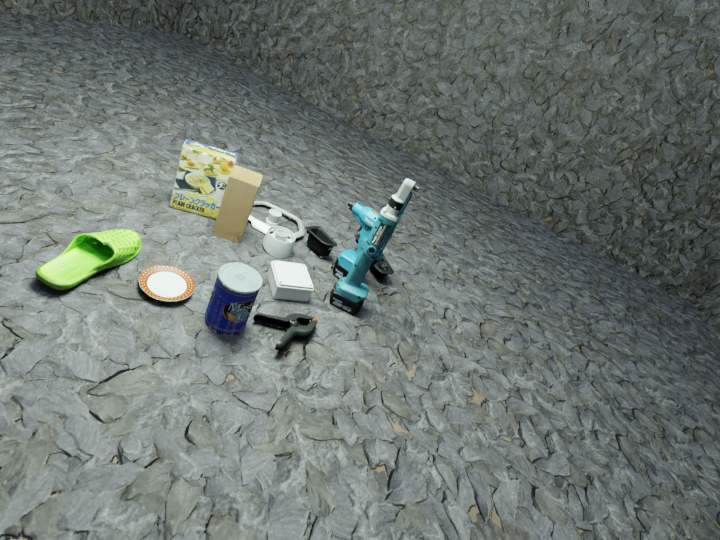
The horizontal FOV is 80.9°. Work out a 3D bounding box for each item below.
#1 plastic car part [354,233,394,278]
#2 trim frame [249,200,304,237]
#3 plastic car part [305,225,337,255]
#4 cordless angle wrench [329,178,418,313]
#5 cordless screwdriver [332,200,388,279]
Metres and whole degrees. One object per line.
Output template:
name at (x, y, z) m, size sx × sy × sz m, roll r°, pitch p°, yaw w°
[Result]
plastic car part at (0.040, -0.044, 1.467) m, size 0.063 × 0.066 × 0.214 m, roll 2°, pitch 37°, yaw -36°
trim frame at (-0.306, -0.178, 1.469) m, size 0.252 × 0.027 × 0.183 m, roll 28°, pitch 31°, yaw 5°
plastic car part at (-0.138, -0.090, 1.410) m, size 0.063 × 0.070 × 0.122 m, roll -8°, pitch 44°, yaw -45°
cordless angle wrench at (0.036, -0.063, 1.146) m, size 0.098 × 0.420 × 0.074 m, roll 29°, pitch 30°, yaw 1°
cordless screwdriver at (-0.014, -0.085, 1.314) m, size 0.165 × 0.247 × 0.072 m, roll 39°, pitch 32°, yaw 20°
